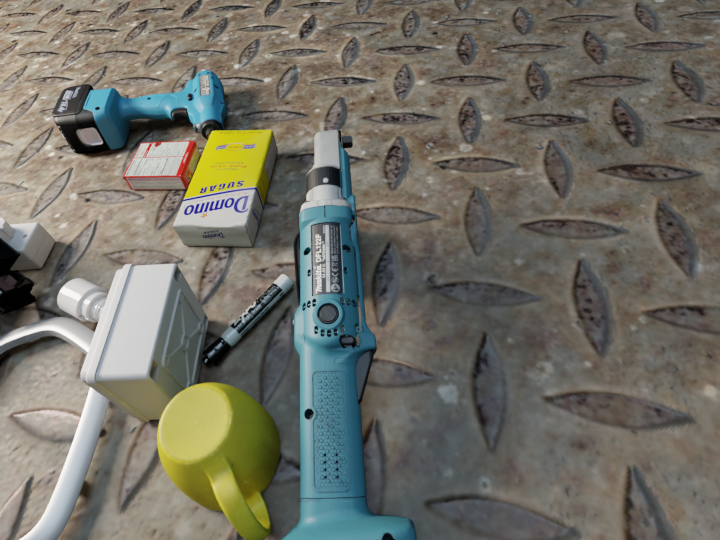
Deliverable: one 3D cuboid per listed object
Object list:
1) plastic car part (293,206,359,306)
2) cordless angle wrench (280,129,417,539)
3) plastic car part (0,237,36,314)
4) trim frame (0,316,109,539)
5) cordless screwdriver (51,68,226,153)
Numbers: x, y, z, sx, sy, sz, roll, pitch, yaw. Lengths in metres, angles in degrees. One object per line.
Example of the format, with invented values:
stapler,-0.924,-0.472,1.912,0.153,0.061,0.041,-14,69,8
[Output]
plastic car part,-0.045,-0.029,0.460,0.066,0.068,0.121,-10,56,-4
cordless angle wrench,-0.022,0.046,0.353,0.098,0.072,0.435,-5,63,2
plastic car part,-0.447,-0.037,0.459,0.202,0.067,0.066,36,16,-3
trim frame,-0.326,0.155,0.391,0.185,0.026,0.256,-5,55,3
cordless screwdriver,-0.332,-0.236,0.656,0.247,0.072,0.166,-12,53,-6
